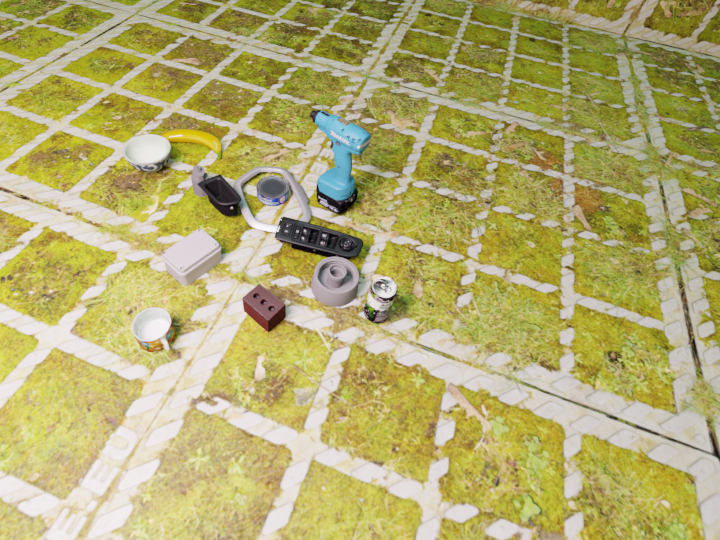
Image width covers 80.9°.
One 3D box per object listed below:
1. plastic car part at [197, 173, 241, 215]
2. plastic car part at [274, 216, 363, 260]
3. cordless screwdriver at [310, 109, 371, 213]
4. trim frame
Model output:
[{"bbox_3d":[-0.344,-0.175,1.052,0.064,0.069,0.122,-31,61,-28],"label":"plastic car part"},{"bbox_3d":[-0.097,-0.063,0.992,0.204,0.065,0.067,12,51,3],"label":"plastic car part"},{"bbox_3d":[-0.067,-0.268,1.045,0.165,0.243,0.073,37,55,18],"label":"cordless screwdriver"},{"bbox_3d":[-0.228,-0.188,1.102,0.180,0.027,0.260,-18,55,-19],"label":"trim frame"}]
